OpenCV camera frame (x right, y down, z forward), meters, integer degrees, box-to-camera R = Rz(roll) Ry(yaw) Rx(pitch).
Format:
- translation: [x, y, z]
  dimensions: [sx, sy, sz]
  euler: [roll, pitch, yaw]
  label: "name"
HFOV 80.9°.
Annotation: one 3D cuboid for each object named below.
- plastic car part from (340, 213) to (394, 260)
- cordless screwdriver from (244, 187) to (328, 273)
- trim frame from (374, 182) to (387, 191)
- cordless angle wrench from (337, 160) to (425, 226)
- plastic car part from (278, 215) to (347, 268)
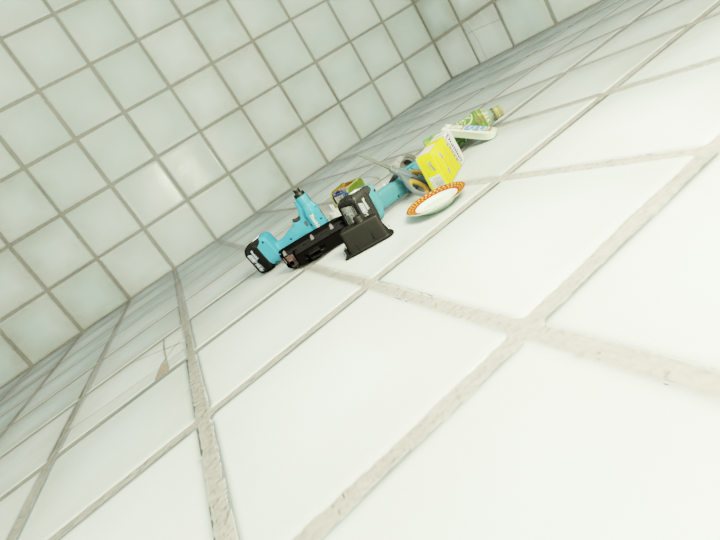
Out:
- translation: [0.003, -0.083, 0.899]
  dimensions: [0.118, 0.069, 0.067]
  euler: [-31, 17, 17]
  label: "plastic car part"
- translation: [-0.219, -0.111, 1.196]
  dimensions: [0.251, 0.155, 0.075]
  euler: [-31, 14, 13]
  label: "cordless screwdriver"
- translation: [0.014, -0.205, 1.252]
  dimensions: [0.256, 0.027, 0.183]
  euler: [-20, 21, 38]
  label: "trim frame"
- translation: [0.121, -0.234, 1.075]
  dimensions: [0.416, 0.096, 0.077]
  euler: [-39, 16, -30]
  label: "cordless angle wrench"
- translation: [-0.102, -0.067, 1.042]
  dimensions: [0.203, 0.064, 0.069]
  euler: [-32, 26, 3]
  label: "plastic car part"
